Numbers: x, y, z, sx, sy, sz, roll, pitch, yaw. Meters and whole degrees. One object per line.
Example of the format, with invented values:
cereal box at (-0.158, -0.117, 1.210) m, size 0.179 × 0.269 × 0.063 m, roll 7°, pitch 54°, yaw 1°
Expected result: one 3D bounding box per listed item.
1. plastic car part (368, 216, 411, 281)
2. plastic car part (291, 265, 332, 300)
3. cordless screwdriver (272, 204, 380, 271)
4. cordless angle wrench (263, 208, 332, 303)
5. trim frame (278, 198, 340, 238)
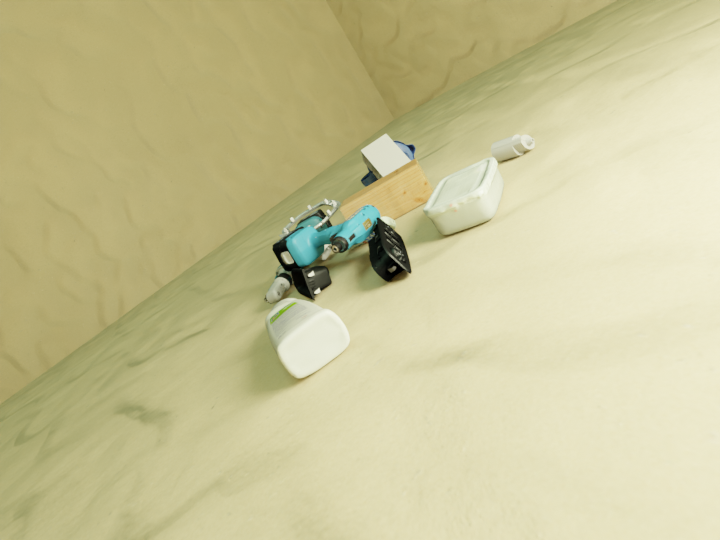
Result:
plastic car part at (0.044, -0.036, 0.750) m, size 0.067 × 0.064 × 0.207 m, roll -41°, pitch 16°, yaw 10°
plastic car part at (-0.097, 0.015, 0.877) m, size 0.070 × 0.065 × 0.120 m, roll -22°, pitch 10°, yaw -17°
cordless screwdriver at (-0.087, -0.057, 0.891) m, size 0.258 × 0.073 × 0.157 m, roll -16°, pitch 21°, yaw 39°
cordless angle wrench at (-0.161, -0.041, 1.103) m, size 0.100 × 0.072 × 0.427 m, roll -27°, pitch 21°, yaw 22°
trim frame at (-0.146, -0.143, 1.177) m, size 0.183 × 0.026 × 0.259 m, roll -39°, pitch 24°, yaw -7°
